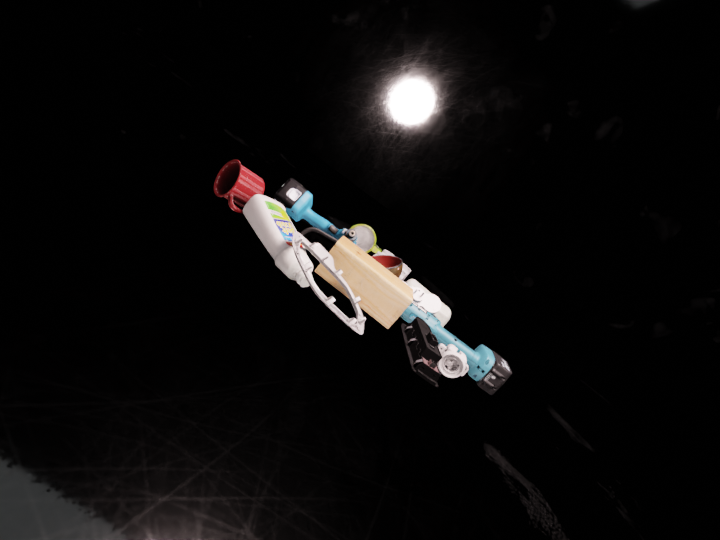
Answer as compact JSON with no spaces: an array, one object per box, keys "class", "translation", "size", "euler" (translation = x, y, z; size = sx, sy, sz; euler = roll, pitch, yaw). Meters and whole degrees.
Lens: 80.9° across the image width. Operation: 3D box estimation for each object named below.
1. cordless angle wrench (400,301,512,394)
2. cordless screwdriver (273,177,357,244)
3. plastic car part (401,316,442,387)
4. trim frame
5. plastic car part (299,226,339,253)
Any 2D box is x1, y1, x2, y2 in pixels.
[{"class":"cordless angle wrench","translation":[0.165,0.132,1.041],"size":[0.430,0.074,0.096],"euler":[37,14,8]},{"class":"cordless screwdriver","translation":[-0.112,-0.139,1.104],"size":[0.250,0.074,0.159],"euler":[40,-16,2]},{"class":"plastic car part","translation":[0.130,0.156,0.902],"size":[0.065,0.067,0.207],"euler":[28,13,-12]},{"class":"trim frame","translation":[-0.055,0.022,0.811],"size":[0.235,0.028,0.192],"euler":[46,14,-38]},{"class":"plastic car part","translation":[-0.104,-0.068,1.060],"size":[0.115,0.066,0.072],"euler":[32,0,-8]}]
